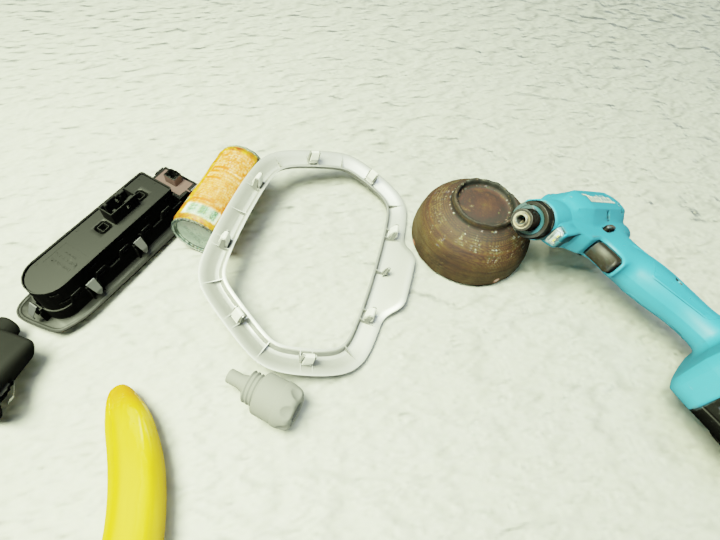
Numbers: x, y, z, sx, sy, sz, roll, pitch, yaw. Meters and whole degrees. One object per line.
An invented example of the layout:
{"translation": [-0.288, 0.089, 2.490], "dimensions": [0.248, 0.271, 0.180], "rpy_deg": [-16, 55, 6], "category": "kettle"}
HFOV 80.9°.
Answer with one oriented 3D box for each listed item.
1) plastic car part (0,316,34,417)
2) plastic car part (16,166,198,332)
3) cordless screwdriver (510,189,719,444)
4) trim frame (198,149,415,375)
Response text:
{"translation": [-0.310, 0.067, 0.332], "dimensions": [0.117, 0.064, 0.072], "rpy_deg": [13, 43, 2], "category": "plastic car part"}
{"translation": [-0.229, -0.032, 0.397], "dimensions": [0.067, 0.066, 0.203], "rpy_deg": [30, 63, 4], "category": "plastic car part"}
{"translation": [0.233, 0.029, 0.327], "dimensions": [0.152, 0.074, 0.260], "rpy_deg": [-5, 50, -39], "category": "cordless screwdriver"}
{"translation": [-0.039, -0.025, 0.395], "dimensions": [0.182, 0.027, 0.251], "rpy_deg": [23, 55, -5], "category": "trim frame"}
